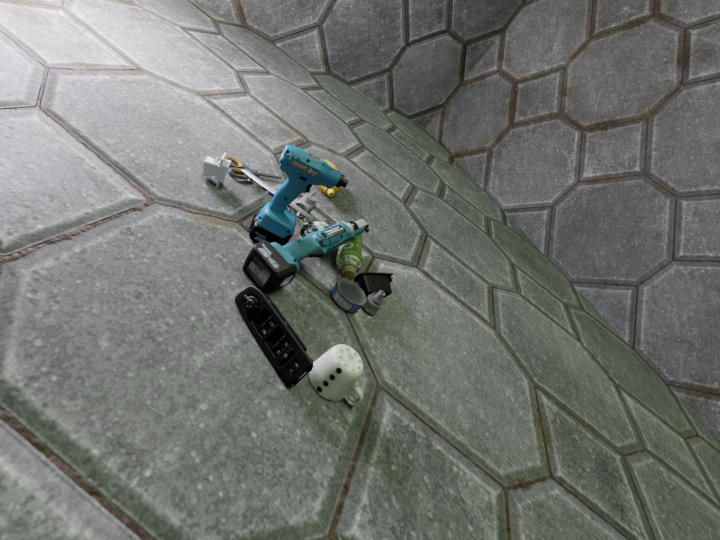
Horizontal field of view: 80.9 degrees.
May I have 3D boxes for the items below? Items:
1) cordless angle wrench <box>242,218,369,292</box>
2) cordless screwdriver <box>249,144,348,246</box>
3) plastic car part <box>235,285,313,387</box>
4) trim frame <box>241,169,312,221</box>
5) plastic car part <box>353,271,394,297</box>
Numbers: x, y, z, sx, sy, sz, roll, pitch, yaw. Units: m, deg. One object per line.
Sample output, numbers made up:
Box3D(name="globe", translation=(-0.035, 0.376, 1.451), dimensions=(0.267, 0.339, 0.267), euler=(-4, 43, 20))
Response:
Box3D(name="cordless angle wrench", translation=(-0.101, -0.066, 1.029), dimensions=(0.100, 0.074, 0.411), euler=(45, 38, 11))
Box3D(name="cordless screwdriver", translation=(-0.150, -0.154, 0.981), dimensions=(0.155, 0.249, 0.076), euler=(25, 32, -16))
Box3D(name="plastic car part", translation=(-0.156, 0.110, 0.784), dimensions=(0.210, 0.066, 0.064), euler=(48, 20, 19))
Box3D(name="trim frame", translation=(-0.224, -0.198, 1.126), dimensions=(0.261, 0.027, 0.175), euler=(35, 3, 28))
Box3D(name="plastic car part", translation=(0.037, 0.046, 1.110), dimensions=(0.111, 0.067, 0.073), euler=(2, 60, -44))
